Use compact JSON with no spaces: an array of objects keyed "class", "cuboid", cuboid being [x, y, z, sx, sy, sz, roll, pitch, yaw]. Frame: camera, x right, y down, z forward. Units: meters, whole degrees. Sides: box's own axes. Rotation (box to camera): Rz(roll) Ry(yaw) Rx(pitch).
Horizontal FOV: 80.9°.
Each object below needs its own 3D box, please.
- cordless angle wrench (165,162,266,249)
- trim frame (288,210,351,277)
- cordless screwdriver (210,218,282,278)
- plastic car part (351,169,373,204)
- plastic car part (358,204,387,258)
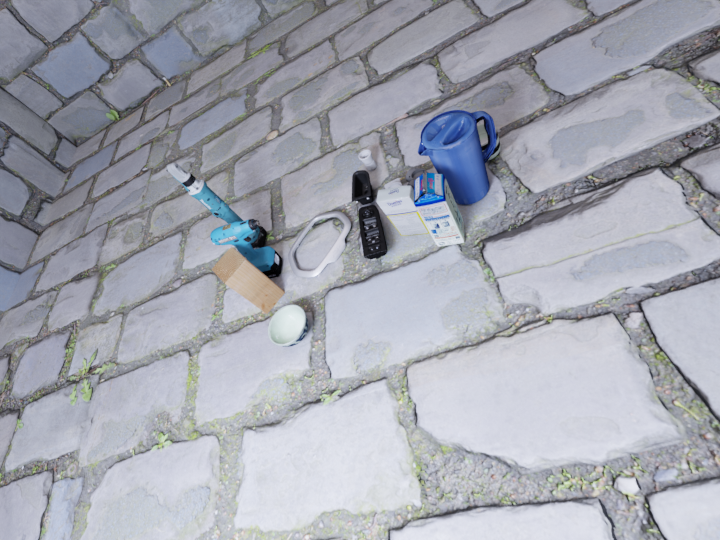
[{"class":"cordless angle wrench","cuboid":[-0.455,-0.200,1.353,0.101,0.400,0.076,-9,55,25]},{"class":"trim frame","cuboid":[-0.130,-0.085,1.328,0.195,0.026,0.248,24,74,40]},{"class":"cordless screwdriver","cuboid":[-0.321,-0.068,1.292,0.163,0.235,0.076,-15,53,22]},{"class":"plastic car part","cuboid":[0.013,-0.253,1.326,0.068,0.067,0.120,-15,53,22]},{"class":"plastic car part","cuboid":[0.038,-0.108,1.215,0.067,0.063,0.210,-23,50,16]}]
